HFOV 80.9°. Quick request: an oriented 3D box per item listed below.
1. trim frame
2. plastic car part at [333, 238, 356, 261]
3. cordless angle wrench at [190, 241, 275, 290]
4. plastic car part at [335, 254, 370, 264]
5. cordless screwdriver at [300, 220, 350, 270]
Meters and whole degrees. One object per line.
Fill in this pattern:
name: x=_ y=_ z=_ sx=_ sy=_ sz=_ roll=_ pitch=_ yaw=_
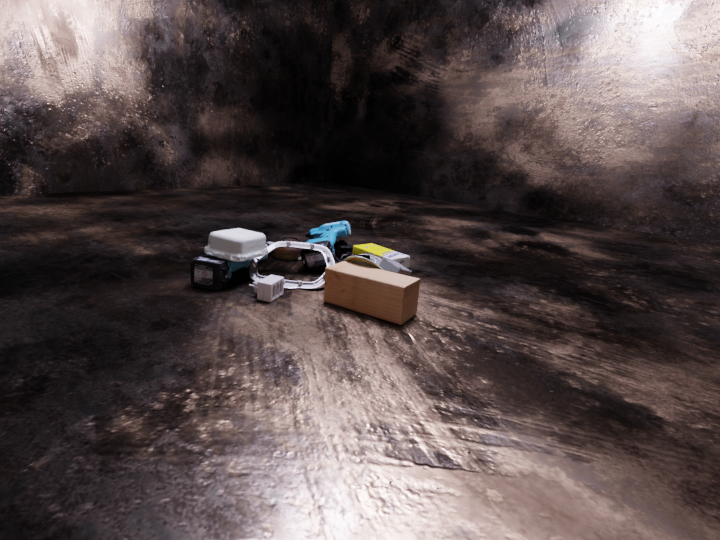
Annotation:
trim frame: x=-0.191 y=-0.018 z=1.177 sx=0.256 sy=0.026 sz=0.186 roll=7 pitch=48 yaw=15
plastic car part: x=-0.072 y=-0.073 z=1.437 sx=0.064 sy=0.066 sz=0.212 roll=-8 pitch=17 yaw=-22
cordless angle wrench: x=-0.346 y=-0.038 z=1.258 sx=0.100 sy=0.073 sz=0.417 roll=8 pitch=15 yaw=12
plastic car part: x=-0.031 y=-0.007 z=1.184 sx=0.068 sy=0.065 sz=0.122 roll=-21 pitch=16 yaw=-41
cordless screwdriver: x=-0.133 y=-0.087 z=1.355 sx=0.164 sy=0.072 sz=0.250 roll=-8 pitch=25 yaw=18
